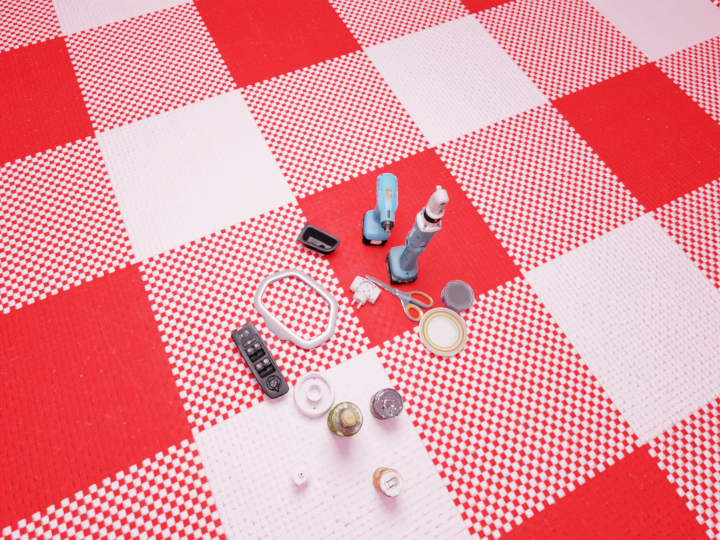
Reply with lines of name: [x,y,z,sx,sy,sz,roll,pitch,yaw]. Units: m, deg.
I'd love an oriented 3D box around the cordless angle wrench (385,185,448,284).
cordless angle wrench: [0.139,-0.074,1.036,0.073,0.416,0.100,-5,69,-10]

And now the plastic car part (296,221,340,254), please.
plastic car part: [-0.119,-0.078,1.216,0.118,0.069,0.066,26,67,8]

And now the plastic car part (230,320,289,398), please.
plastic car part: [-0.253,0.233,1.074,0.065,0.066,0.210,-31,71,-16]

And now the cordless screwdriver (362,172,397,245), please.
cordless screwdriver: [0.055,-0.133,1.153,0.074,0.245,0.163,4,67,-6]

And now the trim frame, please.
trim frame: [-0.176,0.101,1.158,0.255,0.027,0.183,36,70,13]
